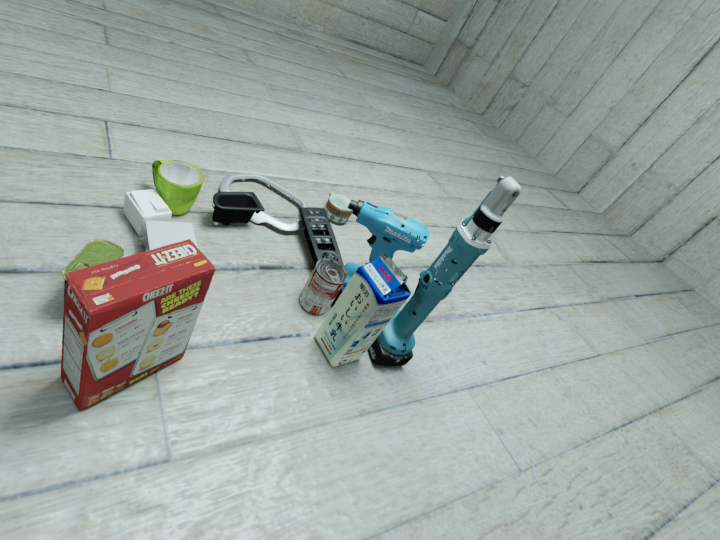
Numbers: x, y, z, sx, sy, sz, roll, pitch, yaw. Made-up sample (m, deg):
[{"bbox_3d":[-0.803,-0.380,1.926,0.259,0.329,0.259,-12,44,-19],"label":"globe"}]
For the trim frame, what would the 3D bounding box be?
[{"bbox_3d":[-0.238,-0.177,1.072,0.251,0.027,0.183,31,36,4],"label":"trim frame"}]

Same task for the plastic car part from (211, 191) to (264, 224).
[{"bbox_3d":[-0.287,-0.134,0.950,0.111,0.070,0.069,-9,51,-40],"label":"plastic car part"}]

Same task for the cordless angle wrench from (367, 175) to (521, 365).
[{"bbox_3d":[0.135,0.017,0.738,0.071,0.421,0.102,9,41,-29],"label":"cordless angle wrench"}]

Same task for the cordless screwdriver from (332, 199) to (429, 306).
[{"bbox_3d":[0.007,-0.024,0.853,0.158,0.248,0.075,27,36,-5],"label":"cordless screwdriver"}]

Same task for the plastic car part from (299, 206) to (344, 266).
[{"bbox_3d":[-0.097,-0.063,0.989,0.063,0.067,0.213,5,42,-31],"label":"plastic car part"}]
